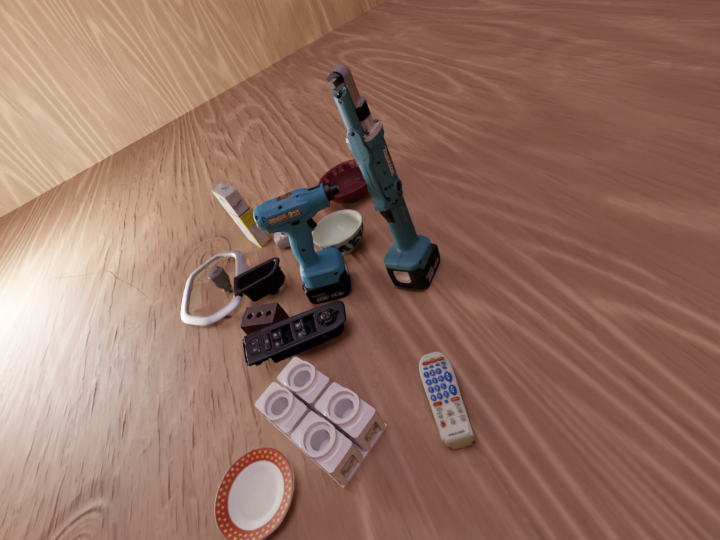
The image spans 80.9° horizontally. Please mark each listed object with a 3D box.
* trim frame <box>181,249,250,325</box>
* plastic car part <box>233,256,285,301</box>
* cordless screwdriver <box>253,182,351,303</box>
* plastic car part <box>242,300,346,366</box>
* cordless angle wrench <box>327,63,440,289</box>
[{"bbox_3d":[-0.357,0.039,1.045,0.186,0.026,0.259,-24,40,7],"label":"trim frame"},{"bbox_3d":[-0.216,0.029,0.940,0.117,0.067,0.069,-25,39,4],"label":"plastic car part"},{"bbox_3d":[-0.079,-0.052,0.812,0.161,0.237,0.077,-19,39,11],"label":"cordless screwdriver"},{"bbox_3d":[-0.113,0.123,0.782,0.204,0.064,0.069,-26,39,4],"label":"plastic car part"},{"bbox_3d":[0.040,-0.137,0.701,0.078,0.402,0.098,5,48,34],"label":"cordless angle wrench"}]
